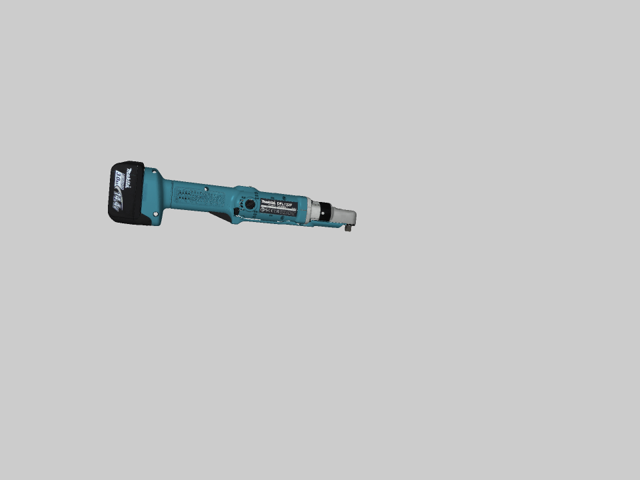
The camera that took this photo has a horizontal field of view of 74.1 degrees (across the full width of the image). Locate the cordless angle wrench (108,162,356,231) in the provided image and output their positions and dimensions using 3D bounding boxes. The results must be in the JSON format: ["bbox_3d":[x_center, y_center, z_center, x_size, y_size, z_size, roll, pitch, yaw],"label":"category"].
[{"bbox_3d":[-0.129,-0.060,0.735,0.423,0.098,0.074,5,2,-21],"label":"cordless angle wrench"}]
